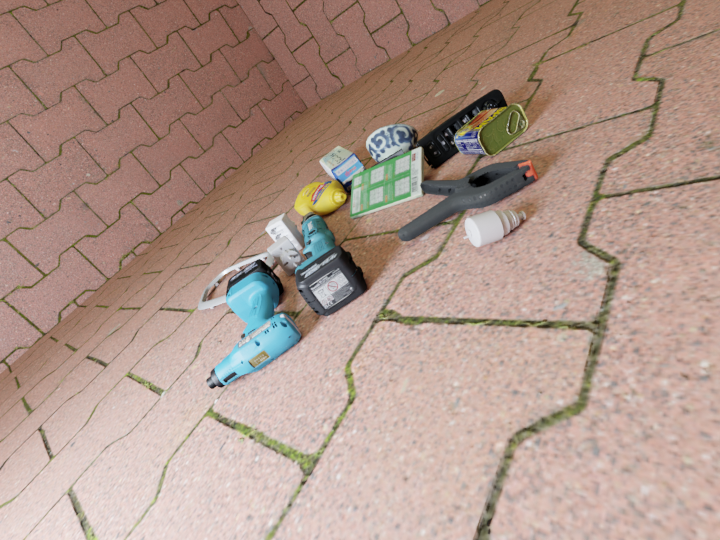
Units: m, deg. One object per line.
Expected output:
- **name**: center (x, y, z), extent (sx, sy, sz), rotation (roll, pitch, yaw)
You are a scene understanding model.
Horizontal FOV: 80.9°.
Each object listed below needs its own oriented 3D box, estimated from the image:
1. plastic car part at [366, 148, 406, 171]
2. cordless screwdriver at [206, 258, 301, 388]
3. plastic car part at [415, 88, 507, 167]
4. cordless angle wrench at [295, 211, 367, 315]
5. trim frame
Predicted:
- **plastic car part**: center (0.068, -0.220, 0.936), extent (0.120, 0.065, 0.070), rotation (-21, 13, 37)
- **cordless screwdriver**: center (-0.196, 0.086, 0.731), extent (0.159, 0.071, 0.260), rotation (-36, 29, 1)
- **plastic car part**: center (0.210, -0.290, 0.873), extent (0.204, 0.067, 0.066), rotation (-36, -2, 5)
- **cordless angle wrench**: center (-0.081, -0.053, 0.825), extent (0.098, 0.072, 0.437), rotation (-34, 24, 3)
- **trim frame**: center (-0.297, 0.021, 1.015), extent (0.256, 0.026, 0.186), rotation (-20, 31, 34)
